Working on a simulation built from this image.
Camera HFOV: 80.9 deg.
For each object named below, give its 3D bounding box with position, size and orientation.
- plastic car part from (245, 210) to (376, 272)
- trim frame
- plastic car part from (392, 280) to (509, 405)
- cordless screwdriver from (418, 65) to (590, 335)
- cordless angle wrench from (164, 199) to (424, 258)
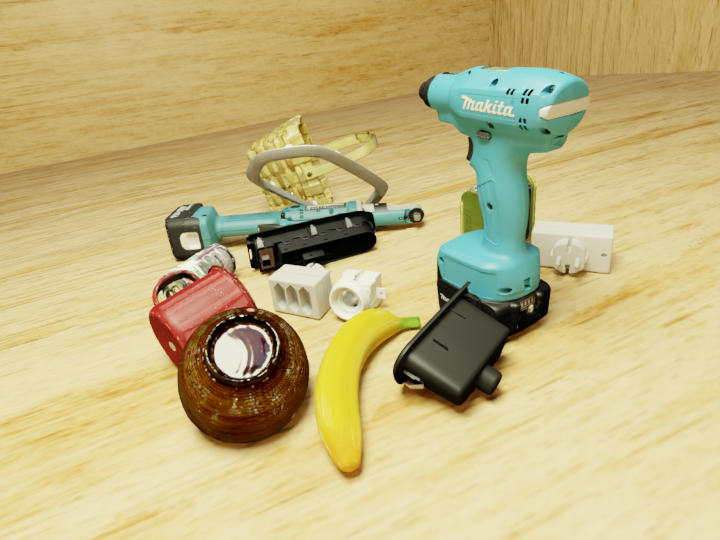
[{"bbox_3d":[-0.061,-0.040,0.622,0.199,0.064,0.071,-18,37,-17],"label":"plastic car part"},{"bbox_3d":[-0.069,-0.142,0.697,0.235,0.028,0.191,17,-24,-42],"label":"trim frame"},{"bbox_3d":[0.087,0.074,0.364,0.074,0.064,0.114,26,43,28],"label":"plastic car part"},{"bbox_3d":[0.115,-0.066,0.413,0.072,0.241,0.168,-19,32,-24],"label":"cordless screwdriver"},{"bbox_3d":[-0.109,-0.082,0.715,0.426,0.072,0.100,-4,26,5],"label":"cordless angle wrench"}]
